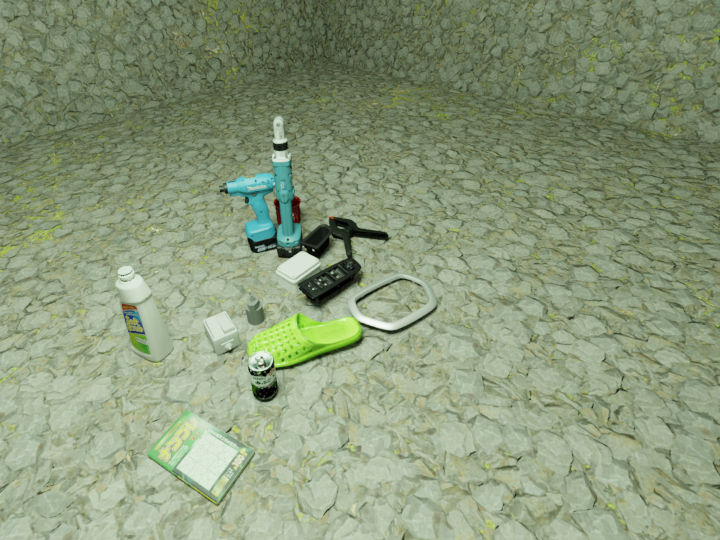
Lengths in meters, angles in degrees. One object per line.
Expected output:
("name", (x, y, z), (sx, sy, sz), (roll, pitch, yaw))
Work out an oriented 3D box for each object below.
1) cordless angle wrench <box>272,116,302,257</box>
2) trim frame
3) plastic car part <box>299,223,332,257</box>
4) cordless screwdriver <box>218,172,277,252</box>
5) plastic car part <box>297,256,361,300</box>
("cordless angle wrench", (-0.215, -0.225, 1.204), (0.074, 0.410, 0.101), (0, 37, -1))
("trim frame", (0.084, 0.077, 1.113), (0.242, 0.027, 0.195), (-27, 44, -27))
("plastic car part", (-0.126, -0.083, 1.293), (0.069, 0.069, 0.115), (19, 42, 24))
("cordless screwdriver", (-0.330, -0.171, 1.277), (0.156, 0.241, 0.078), (-11, 39, -14))
("plastic car part", (-0.076, 0.030, 1.150), (0.070, 0.065, 0.198), (30, 48, 33))
